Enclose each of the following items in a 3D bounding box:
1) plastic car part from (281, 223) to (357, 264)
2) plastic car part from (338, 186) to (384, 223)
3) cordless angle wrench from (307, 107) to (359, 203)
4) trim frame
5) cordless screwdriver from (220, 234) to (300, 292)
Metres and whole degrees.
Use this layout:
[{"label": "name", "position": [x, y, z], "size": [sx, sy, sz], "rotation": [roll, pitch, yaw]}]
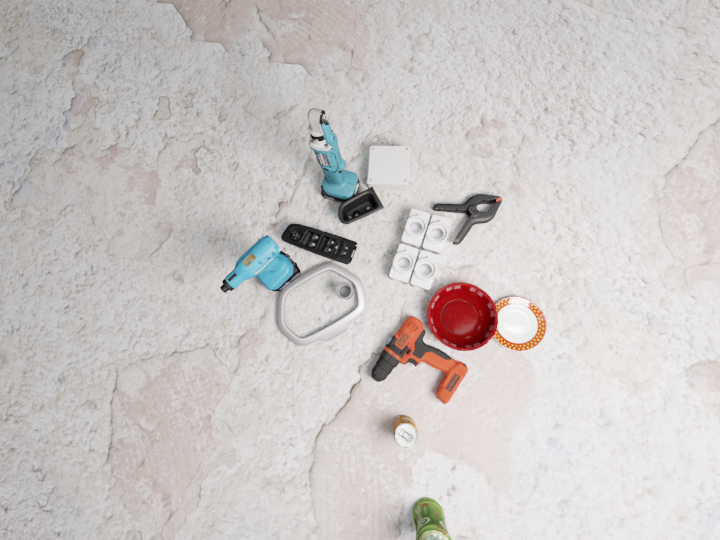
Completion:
[{"label": "plastic car part", "position": [-0.109, -0.072, 1.119], "size": [0.208, 0.065, 0.066], "rotation": [20, 82, 13]}, {"label": "plastic car part", "position": [-0.004, -0.159, 1.118], "size": [0.117, 0.069, 0.067], "rotation": [-27, 77, 2]}, {"label": "cordless angle wrench", "position": [-0.069, -0.256, 0.973], "size": [0.100, 0.413, 0.074], "rotation": [18, 83, 7]}, {"label": "trim frame", "position": [-0.106, 0.089, 1.103], "size": [0.249, 0.027, 0.189], "rotation": [-31, 75, 2]}, {"label": "cordless screwdriver", "position": [-0.241, 0.005, 1.033], "size": [0.159, 0.243, 0.076], "rotation": [-43, 80, -2]}]
